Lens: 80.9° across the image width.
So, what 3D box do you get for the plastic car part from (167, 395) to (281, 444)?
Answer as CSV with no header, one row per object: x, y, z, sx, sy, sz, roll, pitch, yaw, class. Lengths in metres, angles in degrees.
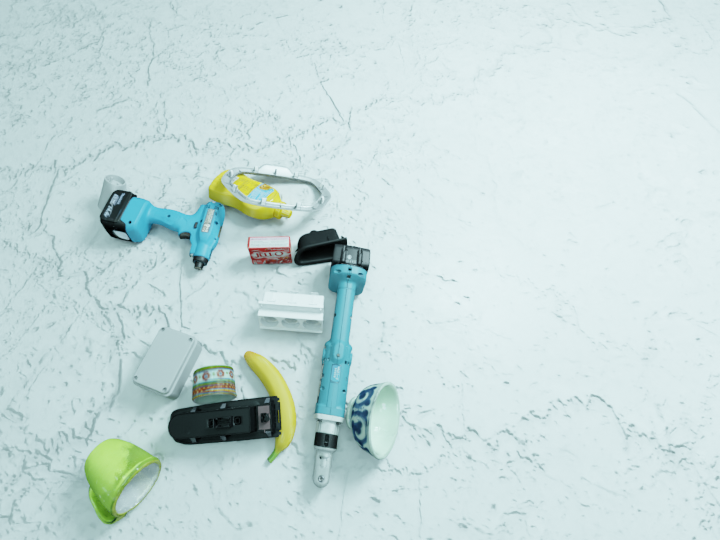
-0.240,0.260,0.718,0.206,0.065,0.067,-9,78,11,plastic car part

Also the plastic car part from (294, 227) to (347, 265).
-0.089,-0.058,0.912,0.116,0.063,0.074,-8,48,-2,plastic car part

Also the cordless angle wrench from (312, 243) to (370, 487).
-0.043,0.157,0.774,0.074,0.096,0.431,8,65,-3,cordless angle wrench

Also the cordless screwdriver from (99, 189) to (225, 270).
-0.431,-0.087,0.919,0.249,0.073,0.162,7,62,-1,cordless screwdriver

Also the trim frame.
-0.185,-0.188,0.947,0.243,0.027,0.192,3,36,-15,trim frame
